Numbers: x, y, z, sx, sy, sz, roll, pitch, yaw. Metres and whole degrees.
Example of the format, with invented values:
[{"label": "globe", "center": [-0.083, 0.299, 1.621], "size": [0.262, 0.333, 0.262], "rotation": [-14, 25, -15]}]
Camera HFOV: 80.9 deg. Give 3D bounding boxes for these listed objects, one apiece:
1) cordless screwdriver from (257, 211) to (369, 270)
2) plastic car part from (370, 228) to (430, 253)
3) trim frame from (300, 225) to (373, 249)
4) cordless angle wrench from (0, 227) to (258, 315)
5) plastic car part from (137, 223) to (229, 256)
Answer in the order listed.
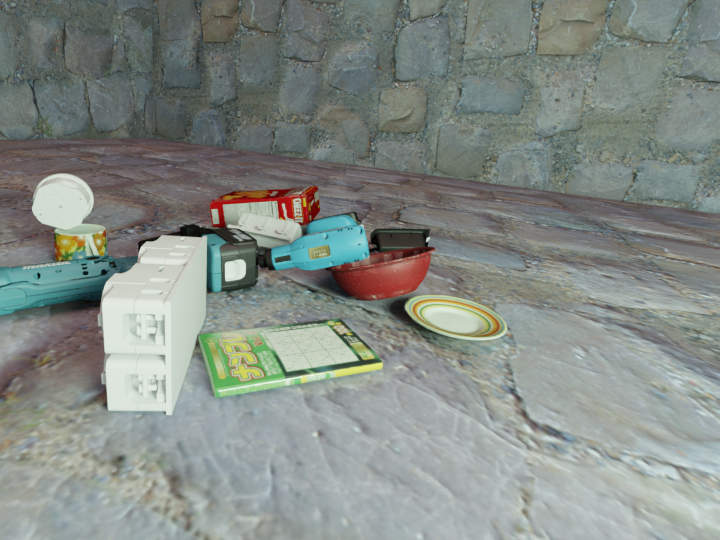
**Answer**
[{"label": "cordless screwdriver", "center": [-0.069, -0.045, 0.701], "size": [0.160, 0.073, 0.250], "rotation": [-11, 10, 4]}, {"label": "plastic car part", "center": [0.080, -0.041, 0.826], "size": [0.116, 0.064, 0.073], "rotation": [1, 33, -4]}, {"label": "trim frame", "center": [-0.084, -0.079, 0.926], "size": [0.257, 0.027, 0.181], "rotation": [11, 19, 19]}, {"label": "cordless angle wrench", "center": [-0.339, 0.009, 0.543], "size": [0.407, 0.073, 0.104], "rotation": [-11, 24, -34]}, {"label": "plastic car part", "center": [-0.295, -0.038, 0.704], "size": [0.069, 0.066, 0.199], "rotation": [20, 25, 16]}]
